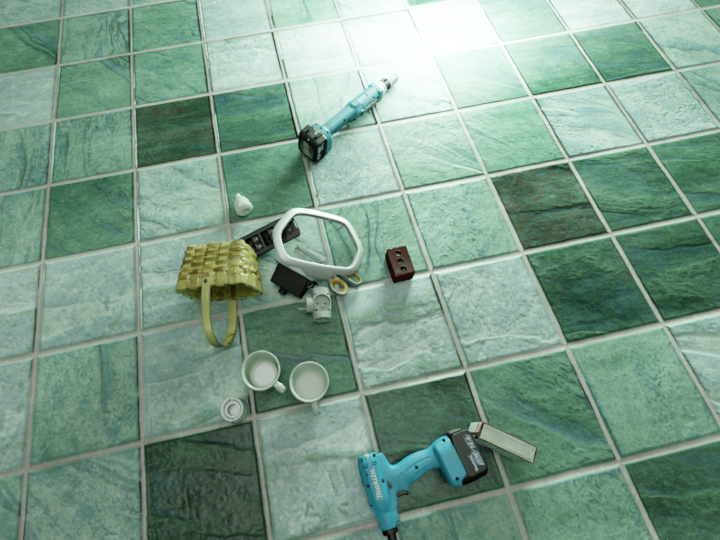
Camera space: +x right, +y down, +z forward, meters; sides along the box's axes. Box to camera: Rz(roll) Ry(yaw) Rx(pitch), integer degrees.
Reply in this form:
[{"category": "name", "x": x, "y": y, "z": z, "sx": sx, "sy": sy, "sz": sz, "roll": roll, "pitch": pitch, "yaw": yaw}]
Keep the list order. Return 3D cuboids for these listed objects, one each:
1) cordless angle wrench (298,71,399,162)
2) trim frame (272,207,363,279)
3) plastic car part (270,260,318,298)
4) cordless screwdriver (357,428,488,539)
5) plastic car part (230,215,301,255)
[{"category": "cordless angle wrench", "x": -0.018, "y": -0.488, "z": 1.282, "sx": 0.076, "sy": 0.096, "sz": 0.419, "roll": 40, "pitch": 68, "yaw": 11}, {"category": "trim frame", "x": -0.105, "y": -0.069, "z": 1.075, "sx": 0.239, "sy": 0.028, "sz": 0.189, "roll": 10, "pitch": 62, "yaw": -22}, {"category": "plastic car part", "x": -0.176, "y": 0.031, "z": 1.063, "sx": 0.120, "sy": 0.064, "sz": 0.071, "roll": 24, "pitch": 82, "yaw": 14}, {"category": "cordless screwdriver", "x": 0.132, "y": 0.429, "z": 0.862, "sx": 0.248, "sy": 0.072, "sz": 0.164, "roll": -18, "pitch": 67, "yaw": -3}, {"category": "plastic car part", "x": -0.258, "y": -0.074, "z": 1.103, "sx": 0.201, "sy": 0.067, "sz": 0.067, "roll": -27, "pitch": 88, "yaw": -7}]
